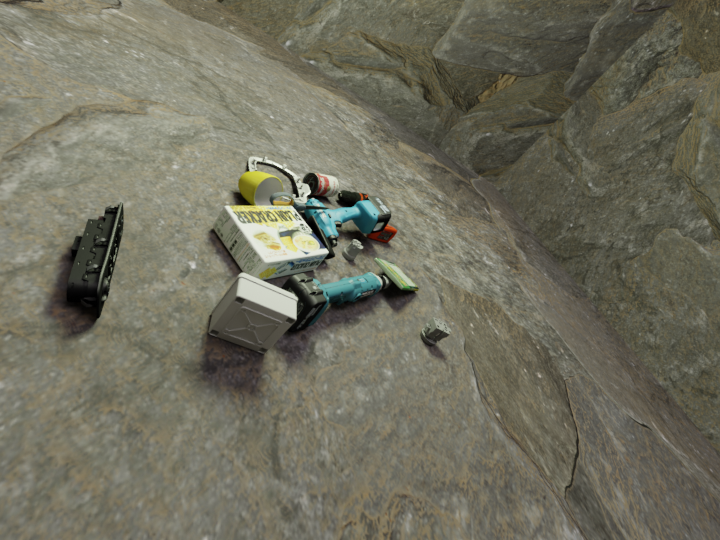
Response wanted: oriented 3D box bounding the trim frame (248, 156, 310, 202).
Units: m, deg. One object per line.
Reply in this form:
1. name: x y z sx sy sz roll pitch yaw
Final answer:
1. trim frame: -0.226 -0.259 1.182 0.176 0.027 0.260 21 24 -26

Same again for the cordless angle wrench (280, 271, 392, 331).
1. cordless angle wrench: -0.027 0.044 0.939 0.077 0.098 0.406 47 25 18

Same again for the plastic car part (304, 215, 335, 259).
1. plastic car part: -0.103 -0.067 1.051 0.067 0.066 0.121 22 33 -59

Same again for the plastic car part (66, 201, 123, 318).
1. plastic car part: -0.391 -0.023 0.627 0.064 0.066 0.213 8 40 -31

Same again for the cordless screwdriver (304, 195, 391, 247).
1. cordless screwdriver: -0.025 -0.135 1.178 0.239 0.074 0.167 -8 51 -33
